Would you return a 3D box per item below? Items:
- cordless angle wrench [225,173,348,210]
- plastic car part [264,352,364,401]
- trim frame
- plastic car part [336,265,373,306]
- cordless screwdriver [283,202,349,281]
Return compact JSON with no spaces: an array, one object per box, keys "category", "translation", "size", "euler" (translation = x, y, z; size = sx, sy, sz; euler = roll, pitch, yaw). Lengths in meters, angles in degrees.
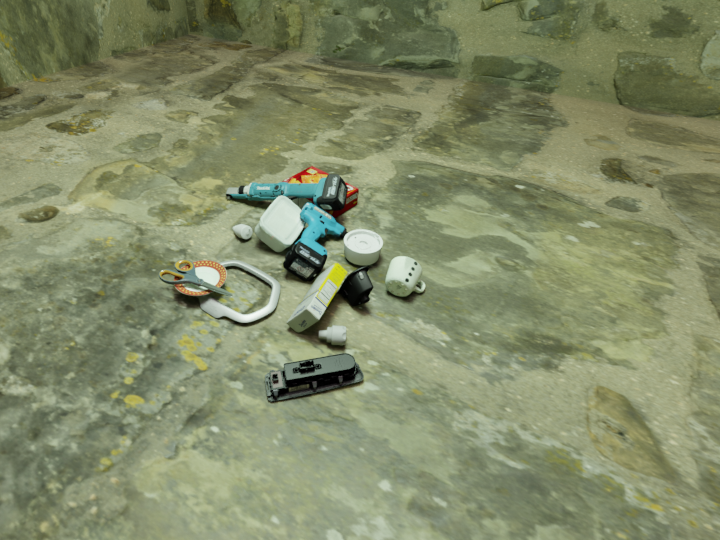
[{"category":"cordless angle wrench","translation":[-0.251,-0.247,1.333],"size":[0.440,0.070,0.099],"euler":[5,72,25]},{"category":"plastic car part","translation":[-0.093,0.208,0.869],"size":[0.199,0.065,0.069],"euler":[-5,34,-13]},{"category":"trim frame","translation":[-0.318,0.049,1.071],"size":[0.259,0.027,0.181],"euler":[25,44,23]},{"category":"plastic car part","translation":[-0.004,0.049,1.031],"size":[0.064,0.116,0.073],"euler":[-17,69,-26]},{"category":"cordless screwdriver","translation":[-0.115,-0.075,1.179],"size":[0.155,0.075,0.253],"euler":[29,40,-15]}]
